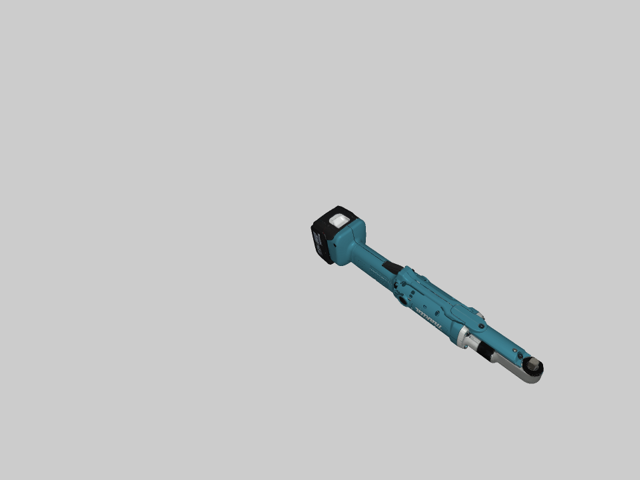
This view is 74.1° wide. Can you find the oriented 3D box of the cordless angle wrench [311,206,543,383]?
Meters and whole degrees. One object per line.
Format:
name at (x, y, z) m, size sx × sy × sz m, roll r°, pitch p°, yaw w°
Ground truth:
cordless angle wrench at (0.147, 0.079, 0.674) m, size 0.074 × 0.098 × 0.422 m, roll -36°, pitch 49°, yaw -22°
